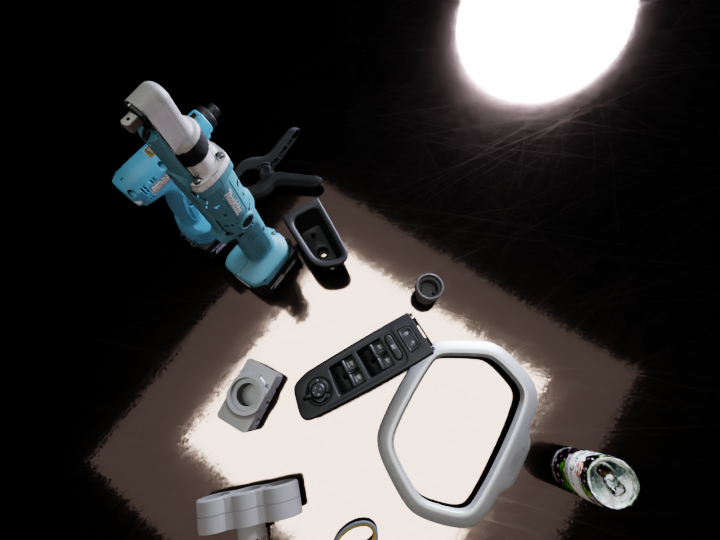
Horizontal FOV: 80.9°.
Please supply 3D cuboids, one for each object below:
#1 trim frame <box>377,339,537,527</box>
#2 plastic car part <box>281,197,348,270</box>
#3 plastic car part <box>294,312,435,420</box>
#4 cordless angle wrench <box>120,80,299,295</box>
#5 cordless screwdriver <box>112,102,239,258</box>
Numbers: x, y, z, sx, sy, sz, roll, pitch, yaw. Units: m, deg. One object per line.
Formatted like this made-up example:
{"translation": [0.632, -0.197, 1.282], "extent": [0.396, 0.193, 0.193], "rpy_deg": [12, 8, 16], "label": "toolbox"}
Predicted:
{"translation": [0.133, 0.212, 0.575], "extent": [0.190, 0.027, 0.248], "rpy_deg": [28, 75, 15], "label": "trim frame"}
{"translation": [-0.065, -0.043, 0.668], "extent": [0.065, 0.069, 0.120], "rpy_deg": [-29, 71, -6], "label": "plastic car part"}
{"translation": [-0.001, 0.138, 0.596], "extent": [0.202, 0.065, 0.068], "rpy_deg": [-29, 72, -5], "label": "plastic car part"}
{"translation": [-0.156, -0.070, 0.505], "extent": [0.076, 0.412, 0.098], "rpy_deg": [34, 76, 11], "label": "cordless angle wrench"}
{"translation": [-0.236, -0.122, 0.623], "extent": [0.076, 0.242, 0.158], "rpy_deg": [38, 77, 12], "label": "cordless screwdriver"}
